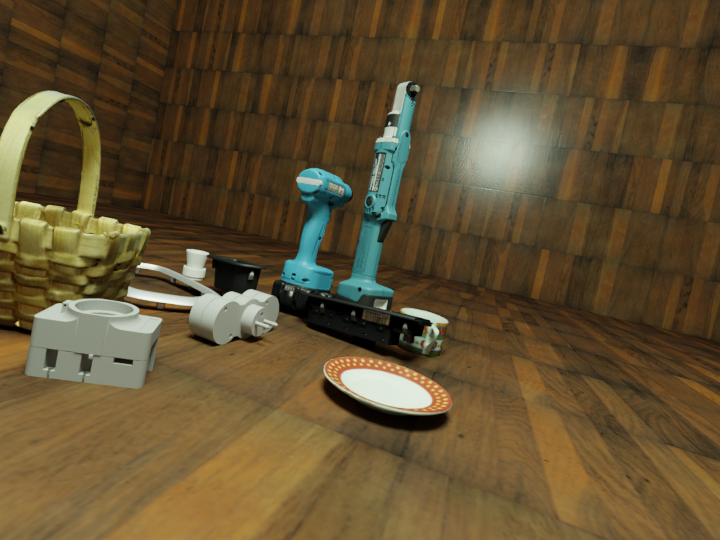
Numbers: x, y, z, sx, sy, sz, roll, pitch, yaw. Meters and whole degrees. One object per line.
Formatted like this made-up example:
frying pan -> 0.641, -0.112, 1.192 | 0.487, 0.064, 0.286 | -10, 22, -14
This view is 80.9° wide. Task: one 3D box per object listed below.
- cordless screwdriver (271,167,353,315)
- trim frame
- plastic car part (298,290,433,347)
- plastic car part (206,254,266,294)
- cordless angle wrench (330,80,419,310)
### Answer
cordless screwdriver -> -0.074, -0.048, 0.757 | 0.078, 0.248, 0.153 | 13, 4, 24
trim frame -> -0.329, 0.020, 0.672 | 0.262, 0.027, 0.175 | 15, 7, 36
plastic car part -> -0.003, 0.072, 0.622 | 0.213, 0.067, 0.063 | 15, 5, 32
plastic car part -> -0.218, 0.015, 0.737 | 0.062, 0.071, 0.123 | 8, 6, -44
cordless angle wrench -> 0.035, -0.112, 0.728 | 0.070, 0.422, 0.103 | 9, 4, -40
